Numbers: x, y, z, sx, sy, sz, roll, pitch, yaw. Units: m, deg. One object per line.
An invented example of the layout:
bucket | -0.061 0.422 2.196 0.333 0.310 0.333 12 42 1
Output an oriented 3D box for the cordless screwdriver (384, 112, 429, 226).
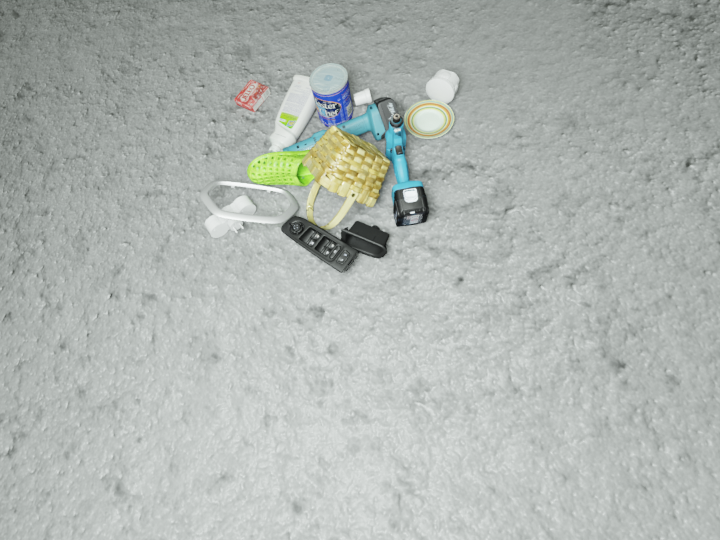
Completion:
cordless screwdriver | 0.102 -0.240 1.014 0.075 0.154 0.255 -9 68 0

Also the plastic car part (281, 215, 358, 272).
plastic car part | -0.100 -0.065 1.024 0.210 0.065 0.066 33 83 18

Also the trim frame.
trim frame | -0.281 -0.178 1.075 0.244 0.027 0.191 3 42 -12

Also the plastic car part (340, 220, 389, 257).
plastic car part | 0.017 -0.081 1.019 0.120 0.064 0.071 19 58 14

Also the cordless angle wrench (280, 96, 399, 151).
cordless angle wrench | -0.104 -0.341 1.137 0.426 0.095 0.076 -21 22 7
